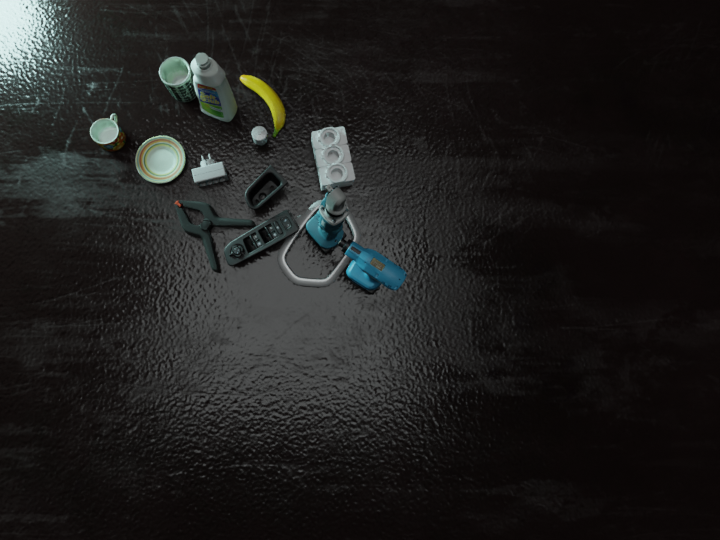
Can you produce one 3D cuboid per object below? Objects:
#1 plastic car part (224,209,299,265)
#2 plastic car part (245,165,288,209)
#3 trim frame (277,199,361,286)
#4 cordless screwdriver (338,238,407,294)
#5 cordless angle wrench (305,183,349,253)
[{"bbox_3d":[-0.258,-0.079,1.092,0.202,0.067,0.067,-30,87,-6],"label":"plastic car part"},{"bbox_3d":[-0.252,-0.205,1.107,0.066,0.071,0.116,44,82,0],"label":"plastic car part"},{"bbox_3d":[-0.109,-0.071,1.117,0.185,0.027,0.248,33,82,2],"label":"trim frame"},{"bbox_3d":[0.008,-0.011,1.002,0.159,0.249,0.074,34,82,-2],"label":"cordless screwdriver"},{"bbox_3d":[-0.066,-0.111,0.925,0.074,0.424,0.098,-41,92,-9],"label":"cordless angle wrench"}]
